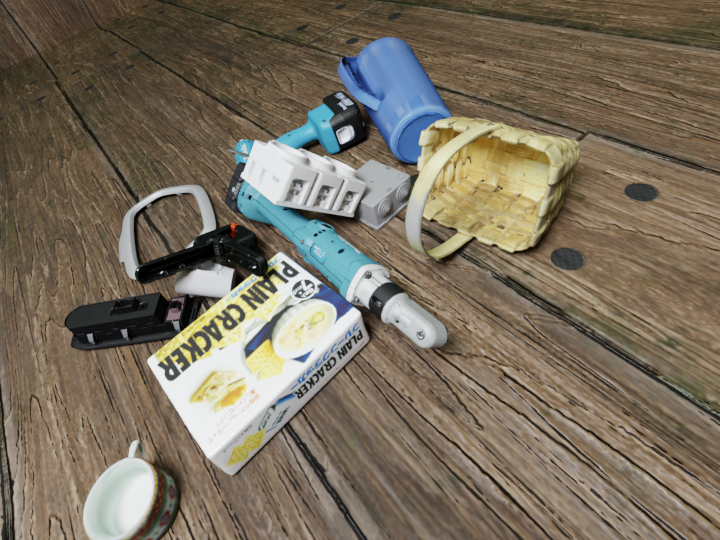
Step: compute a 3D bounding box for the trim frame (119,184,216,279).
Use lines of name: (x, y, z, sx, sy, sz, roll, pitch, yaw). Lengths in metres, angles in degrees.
trim frame: (-0.352, -0.077, 0.761, 0.183, 0.026, 0.262, -27, 49, -7)

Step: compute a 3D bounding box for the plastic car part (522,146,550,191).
plastic car part: (0.251, -0.164, 0.621, 0.069, 0.064, 0.123, -28, 49, -28)

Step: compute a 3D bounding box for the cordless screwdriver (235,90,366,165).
cordless screwdriver: (-0.111, -0.229, 0.784, 0.249, 0.071, 0.167, -25, 47, 1)

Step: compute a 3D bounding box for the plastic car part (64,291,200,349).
plastic car part: (-0.338, 0.070, 0.607, 0.206, 0.064, 0.068, -12, 54, 11)

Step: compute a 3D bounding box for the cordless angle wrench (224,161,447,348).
cordless angle wrench: (-0.054, -0.036, 0.557, 0.448, 0.093, 0.074, 39, 112, 42)
